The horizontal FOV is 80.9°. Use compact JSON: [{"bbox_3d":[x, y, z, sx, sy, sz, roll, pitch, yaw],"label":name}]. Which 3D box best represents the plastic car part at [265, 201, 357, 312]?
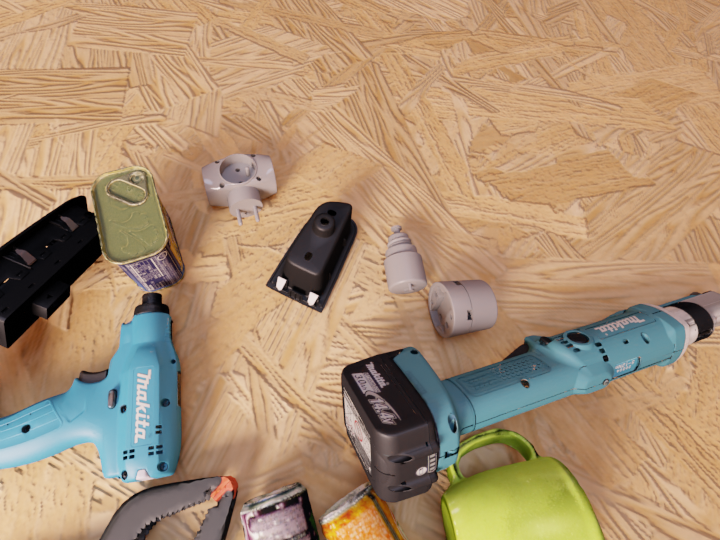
[{"bbox_3d":[-0.043,-0.028,0.436,0.067,0.070,0.117,25,68,4],"label":"plastic car part"}]

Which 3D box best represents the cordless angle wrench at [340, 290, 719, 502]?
[{"bbox_3d":[0.192,0.083,0.389,0.414,0.072,0.103,-13,28,-15],"label":"cordless angle wrench"}]

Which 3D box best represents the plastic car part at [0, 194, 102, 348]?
[{"bbox_3d":[-0.288,0.001,0.376,0.066,0.065,0.208,15,39,-8],"label":"plastic car part"}]

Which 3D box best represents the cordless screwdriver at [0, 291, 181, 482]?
[{"bbox_3d":[-0.281,0.105,0.357,0.245,0.073,0.164,-6,64,-11],"label":"cordless screwdriver"}]
